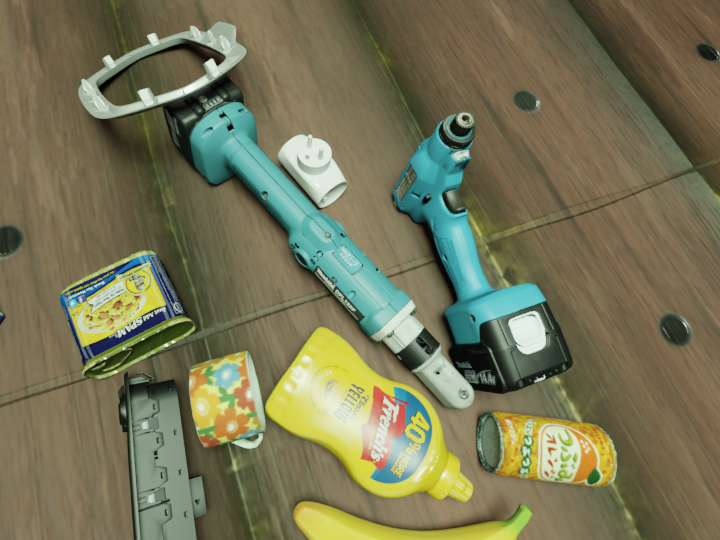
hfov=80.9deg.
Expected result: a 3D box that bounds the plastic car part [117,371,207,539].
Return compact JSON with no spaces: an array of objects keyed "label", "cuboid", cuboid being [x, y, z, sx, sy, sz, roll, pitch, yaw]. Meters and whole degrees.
[{"label":"plastic car part","cuboid":[-0.169,0.180,0.356,0.065,0.066,0.209,-13,70,-22]}]

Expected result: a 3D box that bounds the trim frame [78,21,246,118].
[{"label":"trim frame","cuboid":[-0.226,-0.231,0.473,0.182,0.026,0.263,-35,45,-15]}]

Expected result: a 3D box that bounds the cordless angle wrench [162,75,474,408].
[{"label":"cordless angle wrench","cuboid":[-0.043,-0.028,0.436,0.073,0.097,0.431,-39,80,-22]}]

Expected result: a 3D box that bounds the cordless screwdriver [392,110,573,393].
[{"label":"cordless screwdriver","cuboid":[0.110,-0.017,0.406,0.073,0.158,0.255,-16,74,-14]}]
